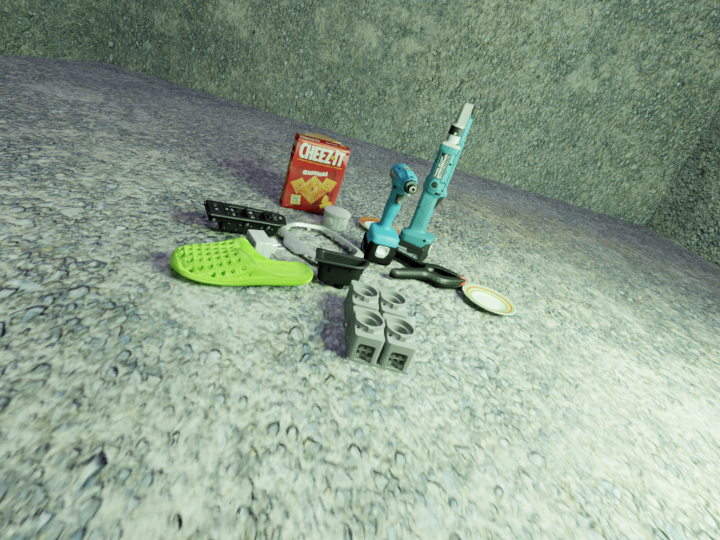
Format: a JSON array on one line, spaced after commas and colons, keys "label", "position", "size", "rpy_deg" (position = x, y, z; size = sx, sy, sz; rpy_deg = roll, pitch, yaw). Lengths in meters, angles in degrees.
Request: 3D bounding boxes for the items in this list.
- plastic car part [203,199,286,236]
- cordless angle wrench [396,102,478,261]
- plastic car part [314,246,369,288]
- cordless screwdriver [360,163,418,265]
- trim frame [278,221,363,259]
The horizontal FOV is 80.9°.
[{"label": "plastic car part", "position": [-0.270, -0.116, 1.003], "size": [0.194, 0.066, 0.070], "rpy_deg": [2, 28, -30]}, {"label": "cordless angle wrench", "position": [0.200, -0.226, 1.111], "size": [0.101, 0.418, 0.073], "rpy_deg": [26, 24, 16]}, {"label": "plastic car part", "position": [-0.045, 0.003, 0.890], "size": [0.116, 0.070, 0.067], "rpy_deg": [15, 24, -5]}, {"label": "cordless screwdriver", "position": [0.076, -0.128, 1.033], "size": [0.073, 0.246, 0.164], "rpy_deg": [14, 24, -13]}, {"label": "trim frame", "position": [-0.103, -0.067, 1.055], "size": [0.176, 0.027, 0.263], "rpy_deg": [-7, 34, -43]}]
